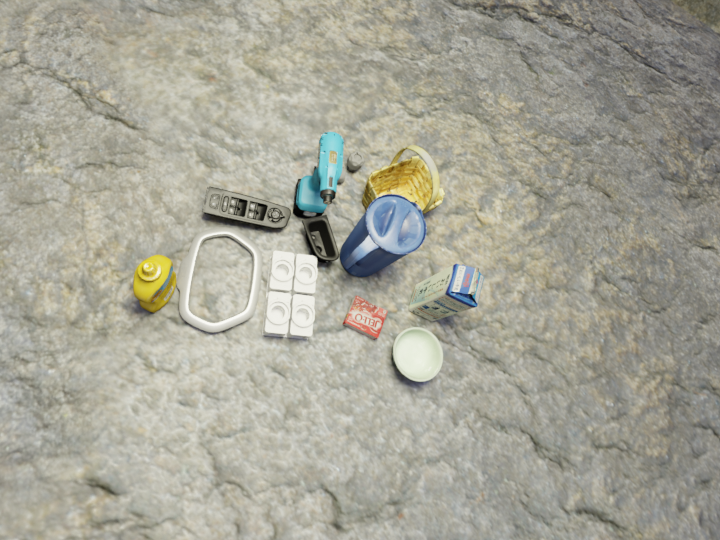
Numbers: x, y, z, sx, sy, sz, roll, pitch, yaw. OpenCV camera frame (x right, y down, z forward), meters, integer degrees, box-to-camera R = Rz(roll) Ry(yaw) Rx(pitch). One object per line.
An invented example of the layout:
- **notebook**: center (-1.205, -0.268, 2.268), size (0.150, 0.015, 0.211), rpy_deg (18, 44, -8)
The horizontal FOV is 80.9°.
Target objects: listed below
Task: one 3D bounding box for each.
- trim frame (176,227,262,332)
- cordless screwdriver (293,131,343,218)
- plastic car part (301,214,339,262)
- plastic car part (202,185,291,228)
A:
- **trim frame**: center (-0.318, 0.016, 0.956), size (0.180, 0.027, 0.253), rpy_deg (7, 69, -12)
- **cordless screwdriver**: center (-0.097, -0.184, 0.967), size (0.072, 0.250, 0.162), rpy_deg (9, 70, -17)
- **plastic car part**: center (-0.100, -0.065, 1.021), size (0.064, 0.071, 0.119), rpy_deg (-14, 76, -21)
- **plastic car part**: center (-0.268, -0.137, 1.004), size (0.199, 0.067, 0.067), rpy_deg (11, 69, -12)
